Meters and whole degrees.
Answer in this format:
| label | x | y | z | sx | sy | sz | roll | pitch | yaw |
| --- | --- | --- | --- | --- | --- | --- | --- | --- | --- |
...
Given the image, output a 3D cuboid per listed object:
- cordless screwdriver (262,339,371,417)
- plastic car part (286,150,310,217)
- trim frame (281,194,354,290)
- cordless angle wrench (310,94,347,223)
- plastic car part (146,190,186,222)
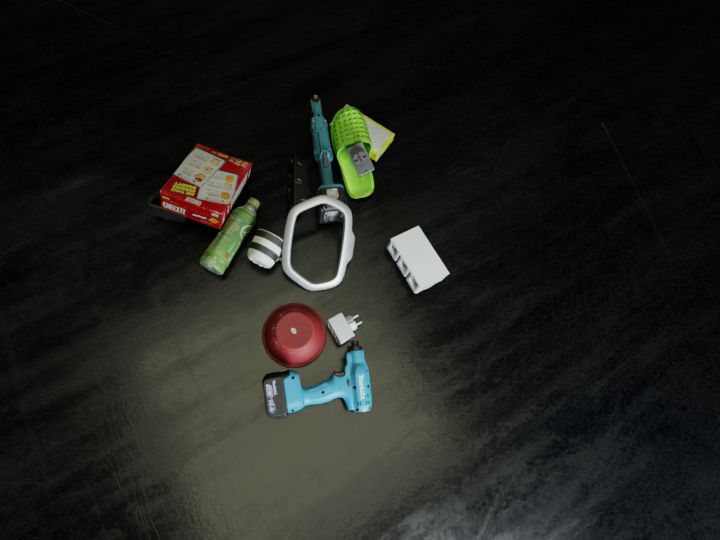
| label | x | y | z | sx | sy | sz | roll | pitch | yaw |
| --- | --- | --- | --- | --- | --- | --- | --- | --- | --- |
| cordless screwdriver | -0.101 | 0.251 | 0.977 | 0.245 | 0.074 | 0.162 | -3 | 76 | -9 |
| plastic car part | -0.174 | -0.245 | 1.185 | 0.065 | 0.066 | 0.208 | 0 | 68 | -17 |
| trim frame | -0.106 | -0.069 | 1.083 | 0.182 | 0.028 | 0.247 | 7 | 94 | -6 |
| cordless angle wrench | -0.107 | -0.336 | 1.218 | 0.073 | 0.096 | 0.436 | -5 | 65 | -10 |
| plastic car part | -0.503 | -0.162 | 1.122 | 0.114 | 0.070 | 0.068 | 10 | 51 | -14 |
